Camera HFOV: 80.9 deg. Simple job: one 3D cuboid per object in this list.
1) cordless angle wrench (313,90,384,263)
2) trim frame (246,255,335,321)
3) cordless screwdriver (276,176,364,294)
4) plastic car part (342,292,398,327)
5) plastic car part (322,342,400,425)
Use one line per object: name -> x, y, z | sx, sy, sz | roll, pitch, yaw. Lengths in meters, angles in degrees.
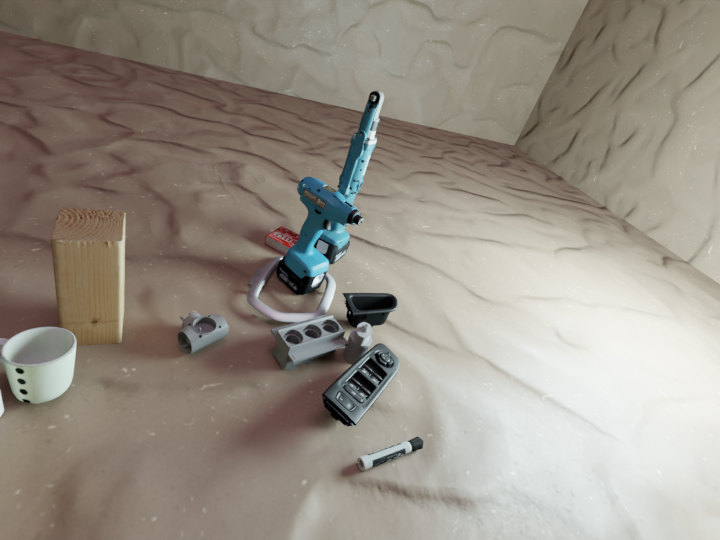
cordless angle wrench -> -0.024, -0.210, 0.997 | 0.077, 0.417, 0.096 | 30, 32, 15
trim frame -> -0.150, 0.037, 0.926 | 0.185, 0.027, 0.251 | 17, 32, 1
cordless screwdriver -> -0.087, -0.057, 0.894 | 0.167, 0.245, 0.072 | 37, 35, 27
plastic car part -> 0.018, 0.089, 0.883 | 0.112, 0.070, 0.069 | 3, 35, -23
plastic car part -> 0.006, 0.195, 0.718 | 0.069, 0.066, 0.198 | 30, 34, 18
